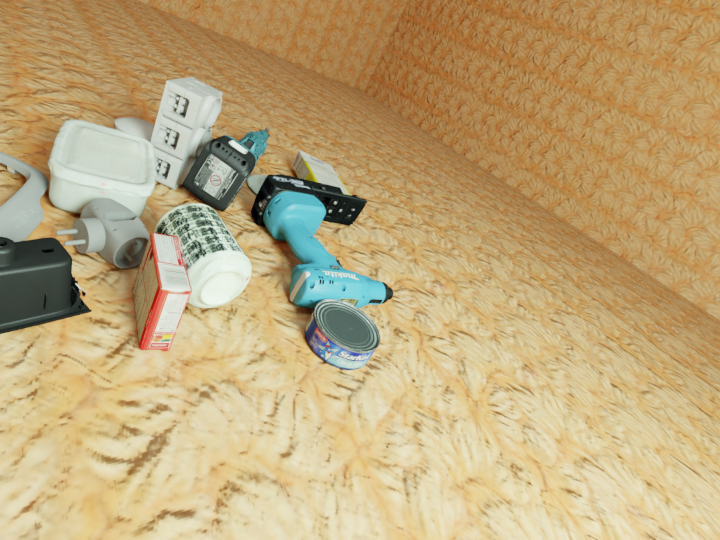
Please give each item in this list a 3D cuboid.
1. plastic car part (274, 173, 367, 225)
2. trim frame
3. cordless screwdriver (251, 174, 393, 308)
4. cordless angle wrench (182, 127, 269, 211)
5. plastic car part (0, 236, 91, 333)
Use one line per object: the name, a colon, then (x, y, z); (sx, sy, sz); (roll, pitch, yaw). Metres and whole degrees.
plastic car part: (-0.088, -0.135, 0.770); (0.193, 0.067, 0.070); (3, 53, -37)
trim frame: (-0.419, -0.074, 0.411); (0.178, 0.027, 0.259); (15, 27, -21)
cordless screwdriver: (-0.062, -0.040, 0.633); (0.151, 0.074, 0.262); (6, 37, -37)
cordless angle wrench: (-0.222, -0.224, 0.808); (0.072, 0.098, 0.433); (34, 19, -17)
plastic car part: (-0.285, 0.005, 0.341); (0.069, 0.070, 0.112); (37, 24, 20)
